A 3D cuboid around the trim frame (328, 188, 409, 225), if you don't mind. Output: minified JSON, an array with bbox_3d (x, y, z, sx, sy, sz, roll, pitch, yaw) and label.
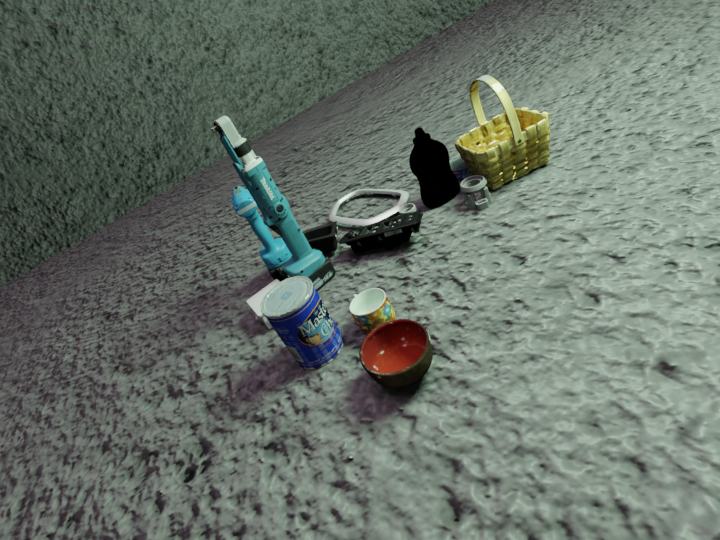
[{"bbox_3d":[0.018,-0.179,1.167,0.262,0.026,0.182,11,49,46],"label":"trim frame"}]

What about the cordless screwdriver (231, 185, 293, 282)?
[{"bbox_3d":[-0.243,-0.096,1.052,0.074,0.238,0.167,-31,30,-7],"label":"cordless screwdriver"}]

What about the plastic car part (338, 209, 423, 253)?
[{"bbox_3d":[0.049,-0.082,0.970,0.210,0.064,0.067,-9,35,29],"label":"plastic car part"}]

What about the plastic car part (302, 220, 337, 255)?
[{"bbox_3d":[-0.104,-0.068,1.066,0.119,0.068,0.067,-16,32,19],"label":"plastic car part"}]

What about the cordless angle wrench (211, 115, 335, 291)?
[{"bbox_3d":[-0.184,-0.132,0.899,0.097,0.405,0.078,-39,31,-21],"label":"cordless angle wrench"}]
